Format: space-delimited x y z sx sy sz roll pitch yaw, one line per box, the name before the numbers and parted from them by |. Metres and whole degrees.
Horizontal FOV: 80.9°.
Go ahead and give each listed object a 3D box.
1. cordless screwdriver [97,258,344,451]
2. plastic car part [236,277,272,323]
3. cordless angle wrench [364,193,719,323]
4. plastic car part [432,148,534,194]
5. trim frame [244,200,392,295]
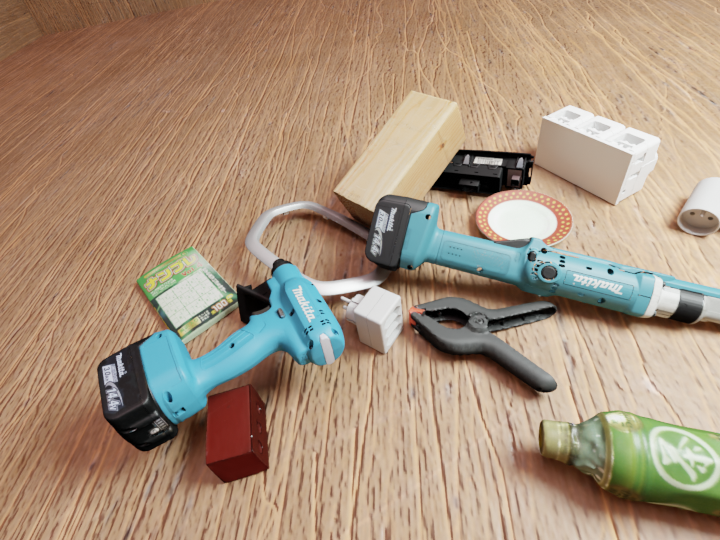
cordless screwdriver | -0.158 0.078 0.480 0.246 0.071 0.168 -25 45 -12
plastic car part | -0.104 0.048 0.580 0.121 0.064 0.070 16 38 22
cordless angle wrench | 0.220 -0.002 0.509 0.436 0.097 0.072 15 8 16
plastic car part | 0.169 -0.161 0.703 0.213 0.063 0.067 16 67 28
trim frame | -0.064 -0.042 0.650 0.262 0.026 0.180 29 50 32
